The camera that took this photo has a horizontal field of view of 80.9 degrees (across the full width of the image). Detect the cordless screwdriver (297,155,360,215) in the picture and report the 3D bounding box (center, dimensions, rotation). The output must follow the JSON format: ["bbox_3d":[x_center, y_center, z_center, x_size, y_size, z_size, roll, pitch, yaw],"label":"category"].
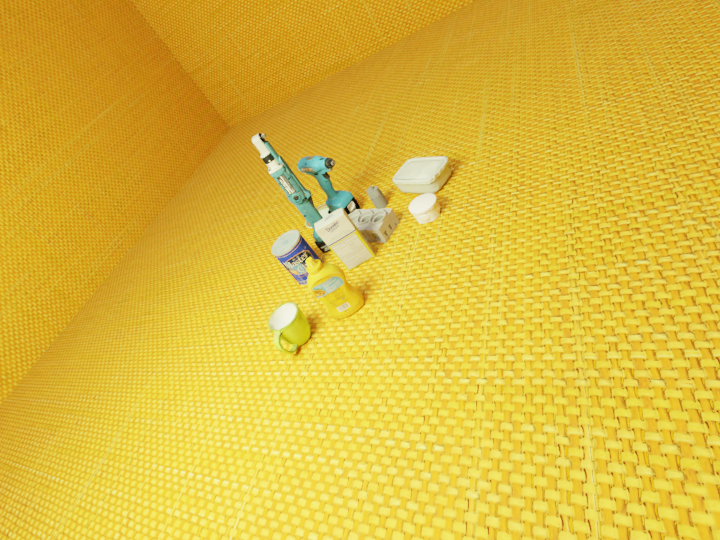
[{"bbox_3d":[-0.085,-0.264,1.354,0.168,0.237,0.074,12,56,50],"label":"cordless screwdriver"}]

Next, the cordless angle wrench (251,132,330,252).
[{"bbox_3d":[-0.187,-0.229,1.258,0.100,0.403,0.077,-26,33,18],"label":"cordless angle wrench"}]
